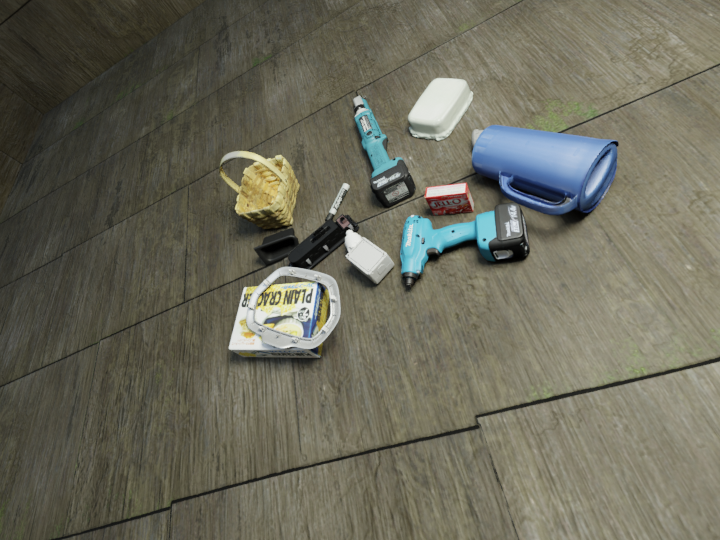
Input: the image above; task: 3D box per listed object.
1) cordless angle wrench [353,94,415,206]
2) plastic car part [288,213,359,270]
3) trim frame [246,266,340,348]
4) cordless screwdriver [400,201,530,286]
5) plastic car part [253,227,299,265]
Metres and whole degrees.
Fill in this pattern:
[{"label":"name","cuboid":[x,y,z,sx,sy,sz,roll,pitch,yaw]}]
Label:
[{"label":"cordless angle wrench","cuboid":[0.036,-0.348,1.129,0.099,0.070,0.441,-26,50,13]},{"label":"plastic car part","cuboid":[-0.102,-0.067,1.044,0.203,0.063,0.070,-42,57,5]},{"label":"trim frame","cuboid":[-0.151,0.078,0.919,0.261,0.026,0.185,11,69,33]},{"label":"cordless screwdriver","cuboid":[0.199,-0.047,0.850,0.259,0.070,0.162,-5,60,32]},{"label":"plastic car part","cuboid":[-0.213,-0.074,1.116,0.118,0.063,0.073,-22,39,12]}]
